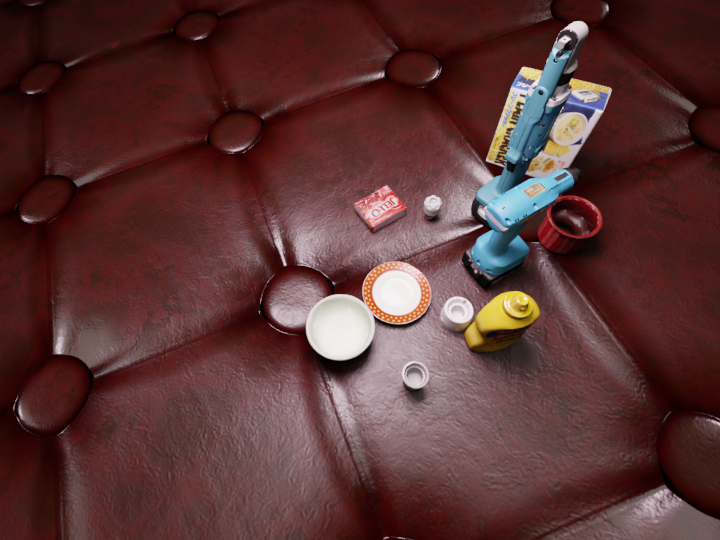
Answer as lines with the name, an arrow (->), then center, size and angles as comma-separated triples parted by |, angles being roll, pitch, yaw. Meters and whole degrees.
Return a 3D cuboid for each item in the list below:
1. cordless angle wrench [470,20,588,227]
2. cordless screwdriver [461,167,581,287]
cordless angle wrench -> 0.278, -0.216, 0.707 | 0.097, 0.409, 0.077 | -38, 69, -15
cordless screwdriver -> 0.270, -0.072, 0.728 | 0.158, 0.241, 0.077 | -28, 66, -10
